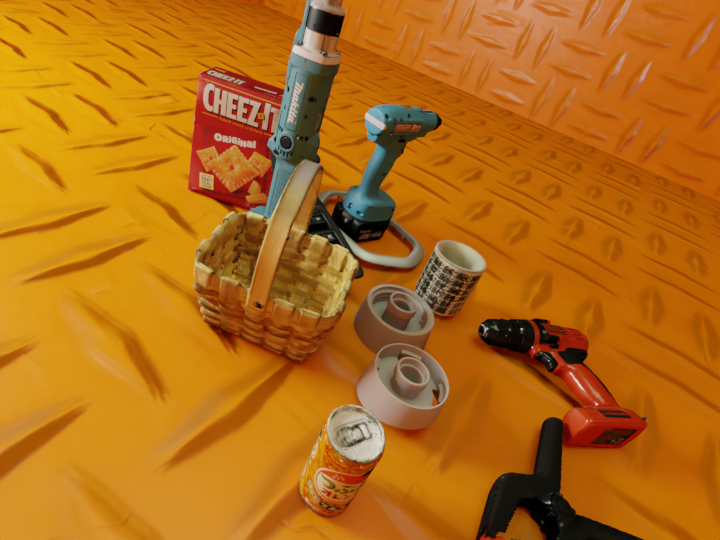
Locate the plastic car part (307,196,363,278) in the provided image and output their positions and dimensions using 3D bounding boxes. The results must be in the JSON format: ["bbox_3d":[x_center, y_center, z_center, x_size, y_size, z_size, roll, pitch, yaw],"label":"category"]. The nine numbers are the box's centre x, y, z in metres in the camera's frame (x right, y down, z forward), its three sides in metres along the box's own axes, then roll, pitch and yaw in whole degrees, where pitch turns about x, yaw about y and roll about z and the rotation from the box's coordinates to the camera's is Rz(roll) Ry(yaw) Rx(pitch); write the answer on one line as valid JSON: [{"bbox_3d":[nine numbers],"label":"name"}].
[{"bbox_3d":[-0.067,-0.044,0.688,0.064,0.066,0.214,-6,42,-32],"label":"plastic car part"}]

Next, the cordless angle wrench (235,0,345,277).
[{"bbox_3d":[-0.084,-0.171,0.548,0.101,0.417,0.073,30,35,12],"label":"cordless angle wrench"}]

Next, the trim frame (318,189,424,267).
[{"bbox_3d":[0.011,-0.084,0.809,0.177,0.027,0.261,-19,49,-40],"label":"trim frame"}]

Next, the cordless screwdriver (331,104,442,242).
[{"bbox_3d":[0.048,-0.173,0.756,0.153,0.245,0.078,-13,48,-39],"label":"cordless screwdriver"}]

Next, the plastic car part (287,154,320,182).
[{"bbox_3d":[-0.133,-0.200,0.865,0.069,0.070,0.113,36,38,21],"label":"plastic car part"}]
